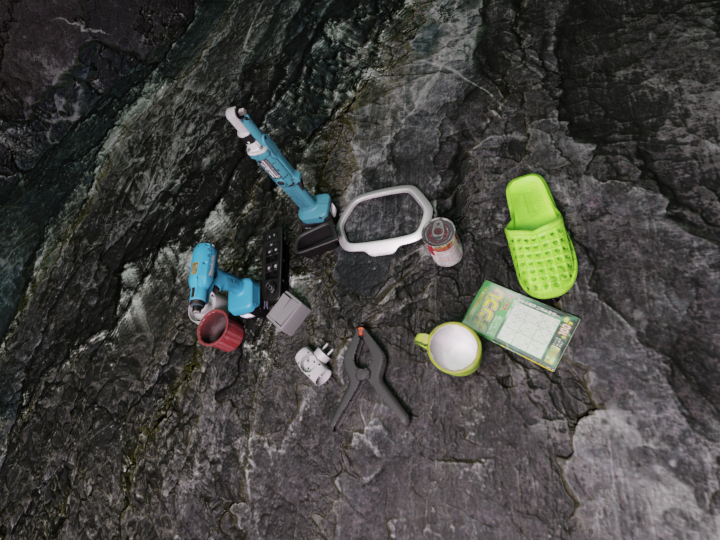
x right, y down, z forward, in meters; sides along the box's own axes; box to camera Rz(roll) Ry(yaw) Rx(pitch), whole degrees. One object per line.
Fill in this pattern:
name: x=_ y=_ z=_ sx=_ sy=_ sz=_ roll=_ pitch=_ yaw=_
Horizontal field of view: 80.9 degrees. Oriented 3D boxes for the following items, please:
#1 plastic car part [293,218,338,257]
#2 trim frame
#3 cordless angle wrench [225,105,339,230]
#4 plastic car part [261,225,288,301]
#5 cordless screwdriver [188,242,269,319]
plastic car part: x=-0.104 y=-0.068 z=1.060 sx=0.118 sy=0.067 sz=0.068 roll=-23 pitch=56 yaw=14
trim frame: x=0.053 y=-0.123 z=1.034 sx=0.257 sy=0.026 sz=0.188 roll=-8 pitch=61 yaw=24
cordless angle wrench: x=-0.175 y=-0.222 z=0.972 sx=0.102 sy=0.400 sz=0.076 roll=-2 pitch=63 yaw=24
plastic car part: x=-0.218 y=-0.008 z=1.089 sx=0.068 sy=0.063 sz=0.209 roll=-14 pitch=59 yaw=19
cordless screwdriver: x=-0.310 y=0.057 z=0.993 sx=0.076 sy=0.235 sz=0.164 roll=-15 pitch=59 yaw=18
